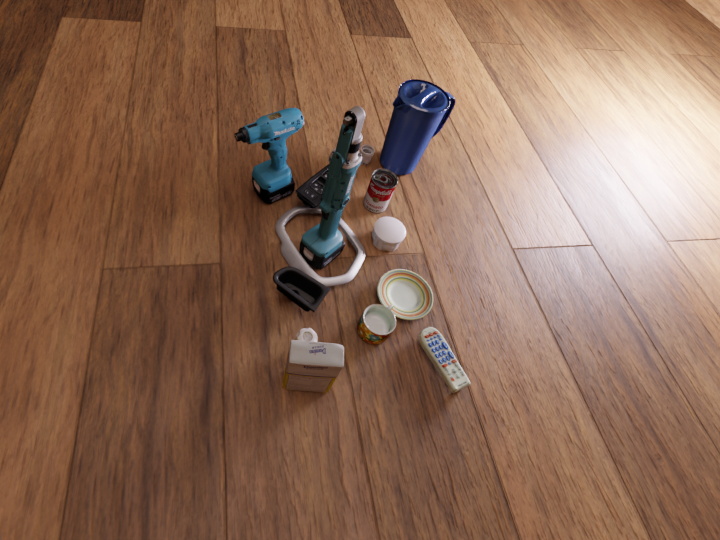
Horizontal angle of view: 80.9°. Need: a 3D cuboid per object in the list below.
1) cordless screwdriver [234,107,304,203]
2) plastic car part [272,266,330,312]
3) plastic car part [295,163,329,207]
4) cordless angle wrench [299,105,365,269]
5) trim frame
[{"bbox_3d":[-0.222,-0.262,1.000,0.155,0.245,0.077,-27,69,-27],"label":"cordless screwdriver"},{"bbox_3d":[-0.134,0.046,0.913,0.119,0.070,0.065,32,56,10],"label":"plastic car part"},{"bbox_3d":[-0.089,-0.224,1.105,0.068,0.066,0.201,33,57,10],"label":"plastic car part"},{"bbox_3d":[-0.051,-0.151,0.850,0.076,0.417,0.096,42,58,13],"label":"cordless angle wrench"},{"bbox_3d":[-0.100,-0.065,1.020,0.180,0.027,0.259,-27,64,-25],"label":"trim frame"}]
